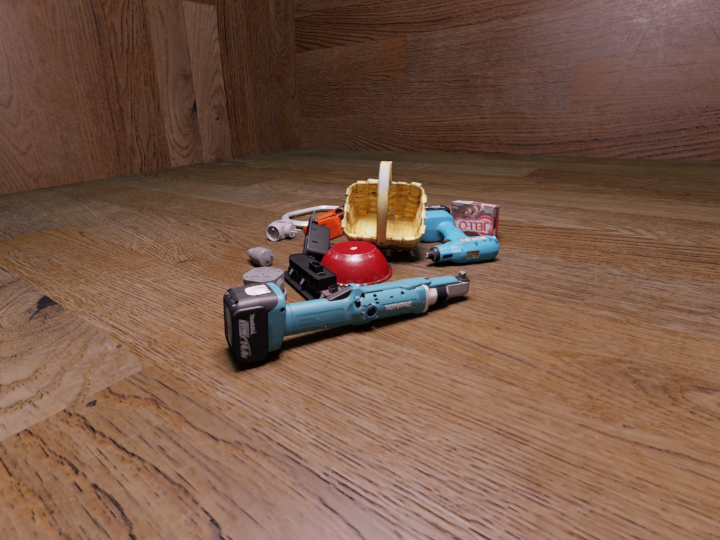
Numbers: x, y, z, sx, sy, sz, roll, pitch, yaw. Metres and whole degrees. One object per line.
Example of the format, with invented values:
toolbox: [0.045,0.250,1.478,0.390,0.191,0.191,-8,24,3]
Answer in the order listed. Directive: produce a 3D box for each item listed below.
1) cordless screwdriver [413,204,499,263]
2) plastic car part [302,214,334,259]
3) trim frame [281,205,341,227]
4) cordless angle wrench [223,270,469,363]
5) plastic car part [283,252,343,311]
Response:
cordless screwdriver: [0.186,-0.083,0.996,0.156,0.072,0.259,-8,26,-13]
plastic car part: [-0.096,-0.063,0.985,0.070,0.065,0.120,8,44,-12]
trim frame: [-0.131,-0.169,1.316,0.239,0.027,0.195,-17,25,-37]
cordless angle wrench: [0.003,0.053,0.667,0.409,0.096,0.078,-8,20,-24]
plastic car part: [-0.093,0.012,0.808,0.065,0.065,0.214,-21,24,-25]
